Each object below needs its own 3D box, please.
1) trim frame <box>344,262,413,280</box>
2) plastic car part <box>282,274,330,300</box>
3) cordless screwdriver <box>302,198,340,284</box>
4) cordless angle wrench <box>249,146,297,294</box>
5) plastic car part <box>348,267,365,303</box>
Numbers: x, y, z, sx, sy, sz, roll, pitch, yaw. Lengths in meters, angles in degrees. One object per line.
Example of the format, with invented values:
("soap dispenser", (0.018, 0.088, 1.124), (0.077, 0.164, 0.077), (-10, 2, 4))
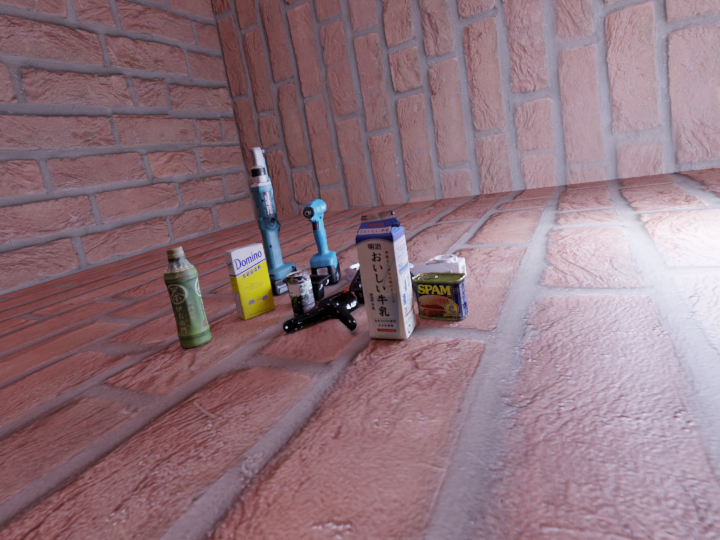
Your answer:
("trim frame", (0.047, -0.002, 1.252), (0.180, 0.027, 0.258), (-14, 15, -16))
("plastic car part", (-0.138, 0.050, 1.087), (0.121, 0.070, 0.064), (-3, 13, 27))
("cordless screwdriver", (-0.119, -0.078, 1.218), (0.075, 0.245, 0.159), (-8, 11, 8))
("cordless angle wrench", (-0.266, -0.142, 1.220), (0.094, 0.417, 0.078), (-18, 13, -39))
("plastic car part", (0.017, 0.031, 1.064), (0.068, 0.066, 0.201), (-7, 14, 14))
